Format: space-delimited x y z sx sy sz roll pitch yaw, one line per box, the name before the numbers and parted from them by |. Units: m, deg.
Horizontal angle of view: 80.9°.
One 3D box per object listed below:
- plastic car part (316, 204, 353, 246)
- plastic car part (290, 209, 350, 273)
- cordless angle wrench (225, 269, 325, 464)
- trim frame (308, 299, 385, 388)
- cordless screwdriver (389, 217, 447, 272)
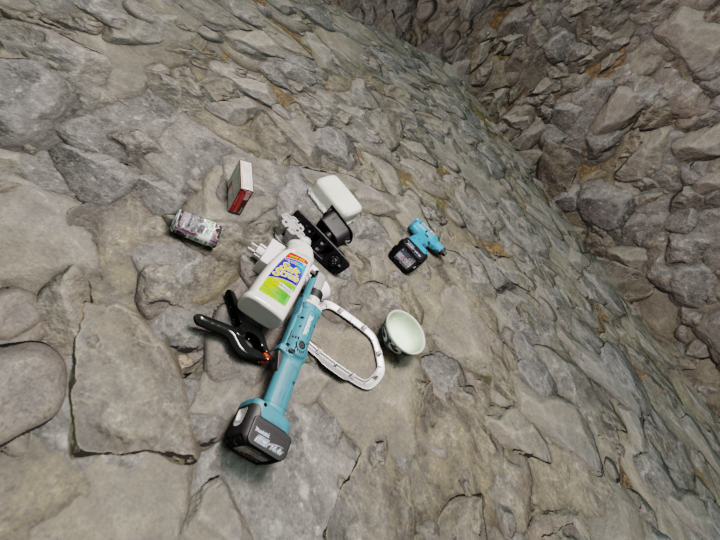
plastic car part | -0.080 -0.116 1.204 0.069 0.066 0.118 -31 80 -35
plastic car part | -0.111 -0.073 1.136 0.206 0.066 0.066 46 13 6
cordless angle wrench | -0.136 0.158 0.849 0.094 0.076 0.429 39 41 -22
trim frame | -0.040 0.169 0.992 0.245 0.028 0.185 38 40 -8
cordless screwdriver | 0.197 -0.068 1.372 0.160 0.075 0.245 44 35 1
